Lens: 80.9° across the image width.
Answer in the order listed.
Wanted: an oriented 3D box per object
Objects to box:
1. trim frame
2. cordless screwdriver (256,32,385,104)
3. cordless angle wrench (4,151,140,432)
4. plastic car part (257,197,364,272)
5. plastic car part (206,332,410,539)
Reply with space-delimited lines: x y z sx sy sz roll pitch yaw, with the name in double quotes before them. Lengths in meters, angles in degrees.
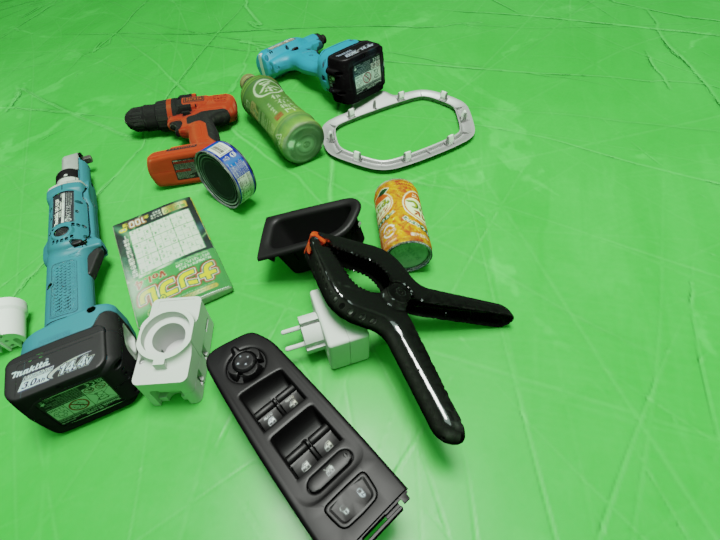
"trim frame" 0.059 -0.228 0.659 0.245 0.026 0.194 -25 51 -13
"cordless screwdriver" -0.058 -0.380 0.760 0.157 0.071 0.263 -38 49 -25
"cordless angle wrench" -0.341 -0.027 0.505 0.096 0.071 0.446 -22 49 -15
"plastic car part" -0.046 -0.030 0.473 0.119 0.067 0.068 -10 49 17
"plastic car part" -0.054 0.126 0.344 0.066 0.064 0.214 -39 53 -18
